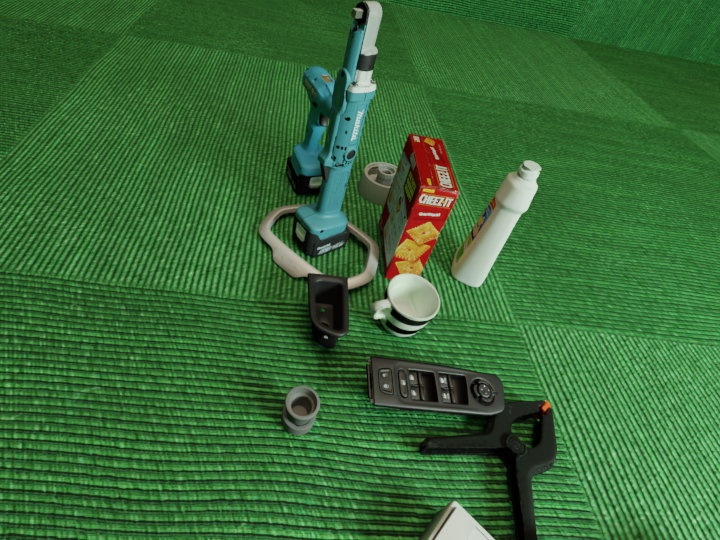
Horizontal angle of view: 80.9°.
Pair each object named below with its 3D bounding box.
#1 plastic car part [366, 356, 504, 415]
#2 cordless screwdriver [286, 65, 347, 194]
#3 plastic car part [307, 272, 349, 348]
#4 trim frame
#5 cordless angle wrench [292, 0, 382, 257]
[{"bbox_3d":[0.102,0.172,0.589,0.200,0.066,0.068,6,45,-8],"label":"plastic car part"},{"bbox_3d":[-0.084,-0.258,0.845,0.072,0.244,0.167,-8,50,-25],"label":"cordless screwdriver"},{"bbox_3d":[-0.054,0.069,0.652,0.065,0.069,0.120,6,45,-10],"label":"plastic car part"},{"bbox_3d":[-0.078,-0.051,0.796,0.259,0.027,0.180,37,49,22],"label":"trim frame"},{"bbox_3d":[-0.033,-0.197,0.675,0.095,0.415,0.078,-20,56,-33],"label":"cordless angle wrench"}]
